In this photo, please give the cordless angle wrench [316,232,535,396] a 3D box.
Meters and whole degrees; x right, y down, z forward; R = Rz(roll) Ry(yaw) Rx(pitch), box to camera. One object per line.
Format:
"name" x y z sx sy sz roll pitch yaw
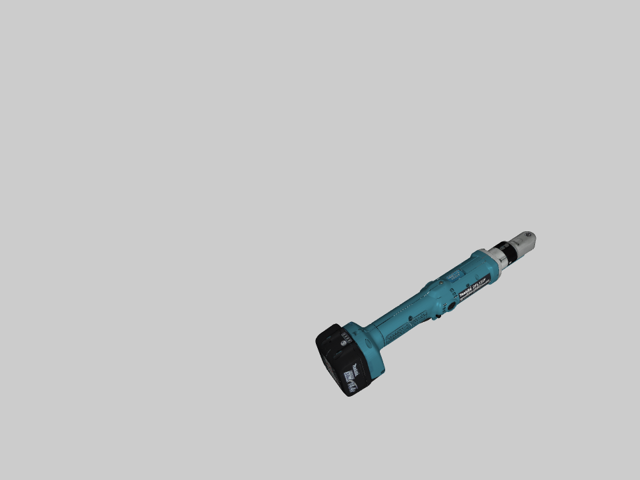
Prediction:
"cordless angle wrench" 0.193 0.093 0.688 0.422 0.098 0.074 -29 43 -15
